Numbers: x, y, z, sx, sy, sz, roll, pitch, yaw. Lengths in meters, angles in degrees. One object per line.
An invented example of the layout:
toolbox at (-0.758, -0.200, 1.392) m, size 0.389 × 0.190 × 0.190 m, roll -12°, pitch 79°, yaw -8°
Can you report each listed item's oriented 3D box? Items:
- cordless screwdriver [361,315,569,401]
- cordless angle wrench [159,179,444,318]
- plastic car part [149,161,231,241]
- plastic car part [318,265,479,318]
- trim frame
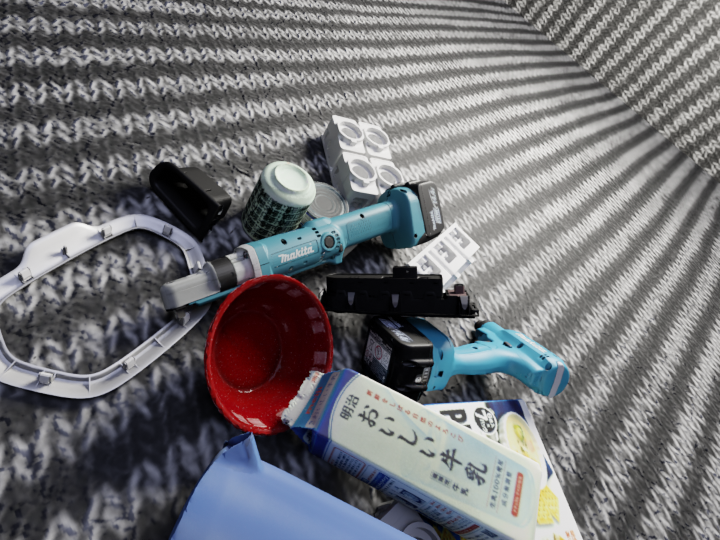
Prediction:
cordless screwdriver at (0.123, 0.103, 0.565) m, size 0.241 × 0.073 × 0.166 m, roll 5°, pitch 16°, yaw -19°
cordless angle wrench at (-0.055, -0.036, 0.565) m, size 0.410 × 0.078 × 0.096 m, roll -22°, pitch 103°, yaw -34°
plastic car part at (-0.222, -0.106, 0.578) m, size 0.119 × 0.066 × 0.069 m, roll 44°, pitch 31°, yaw 12°
plastic car part at (0.038, 0.028, 0.533) m, size 0.207 × 0.066 × 0.066 m, roll -3°, pitch 13°, yaw 13°
trim frame at (-0.276, 0.023, 0.463) m, size 0.187 × 0.027 × 0.245 m, roll 39°, pitch 48°, yaw 6°
